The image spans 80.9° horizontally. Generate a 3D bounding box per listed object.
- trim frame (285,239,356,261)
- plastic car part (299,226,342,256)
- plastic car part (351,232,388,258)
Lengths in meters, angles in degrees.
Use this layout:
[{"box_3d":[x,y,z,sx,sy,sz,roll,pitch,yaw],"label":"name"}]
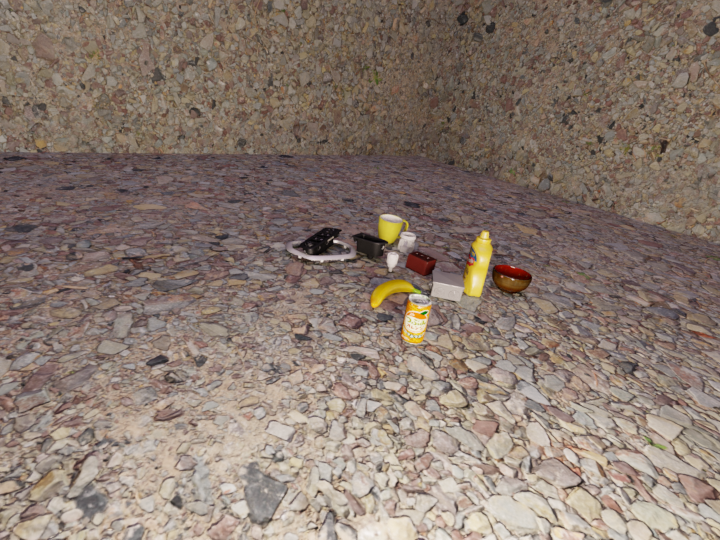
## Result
[{"box_3d":[-0.129,-0.070,1.411,0.239,0.027,0.194,-7,27,-28],"label":"trim frame"},{"box_3d":[-0.137,-0.090,1.404,0.069,0.066,0.198,17,26,21],"label":"plastic car part"},{"box_3d":[0.031,-0.078,1.418,0.123,0.070,0.064,23,27,33],"label":"plastic car part"}]
